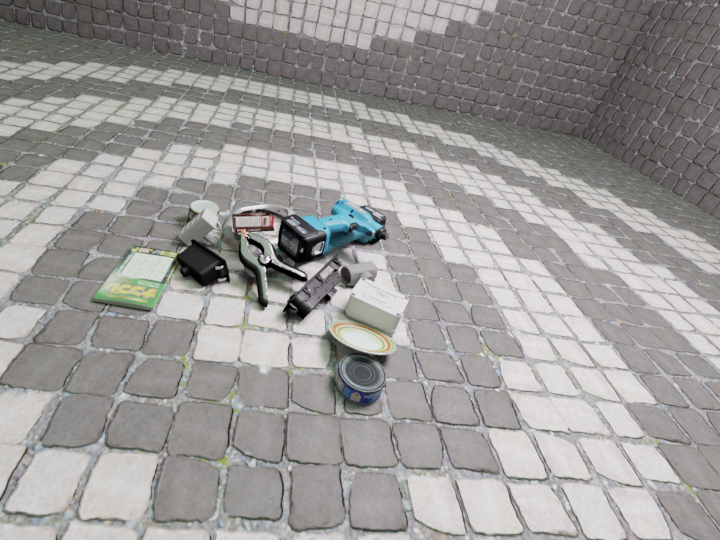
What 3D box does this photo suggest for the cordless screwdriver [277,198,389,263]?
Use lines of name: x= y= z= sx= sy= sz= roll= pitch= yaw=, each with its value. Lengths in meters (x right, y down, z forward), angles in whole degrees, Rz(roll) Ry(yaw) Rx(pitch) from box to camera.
cordless screwdriver: x=-0.058 y=-0.087 z=0.965 sx=0.167 sy=0.073 sz=0.241 roll=34 pitch=39 yaw=26

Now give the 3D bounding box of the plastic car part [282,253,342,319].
plastic car part: x=-0.092 y=0.041 z=0.889 sx=0.067 sy=0.067 sz=0.199 roll=48 pitch=38 yaw=1

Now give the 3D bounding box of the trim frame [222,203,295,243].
trim frame: x=-0.246 y=-0.118 z=1.065 sx=0.184 sy=0.027 sz=0.255 roll=1 pitch=28 yaw=-4

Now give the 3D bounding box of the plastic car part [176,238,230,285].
plastic car part: x=-0.336 y=-0.009 z=0.878 sx=0.122 sy=0.064 sz=0.070 roll=28 pitch=49 yaw=25

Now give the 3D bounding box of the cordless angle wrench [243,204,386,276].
cordless angle wrench: x=-0.101 y=-0.066 z=1.032 sx=0.103 sy=0.073 sz=0.410 roll=35 pitch=41 yaw=29
